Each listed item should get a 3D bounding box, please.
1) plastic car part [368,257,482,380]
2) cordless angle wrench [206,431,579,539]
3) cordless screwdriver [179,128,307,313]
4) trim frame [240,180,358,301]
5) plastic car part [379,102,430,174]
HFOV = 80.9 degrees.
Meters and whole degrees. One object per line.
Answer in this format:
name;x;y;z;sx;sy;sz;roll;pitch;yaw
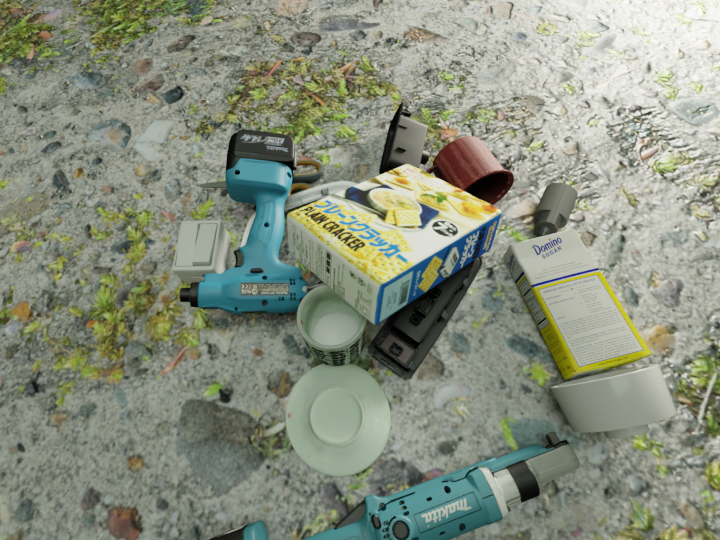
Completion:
plastic car part;0.091;0.037;0.555;0.069;0.064;0.202;30;68;23
cordless angle wrench;0.037;0.268;0.445;0.420;0.072;0.101;-18;65;-5
cordless screwdriver;-0.157;-0.066;0.574;0.156;0.074;0.254;-1;72;-11
trim frame;-0.060;-0.039;0.618;0.247;0.027;0.189;-19;71;-5
plastic car part;0.074;-0.194;0.671;0.070;0.066;0.118;13;69;-6
